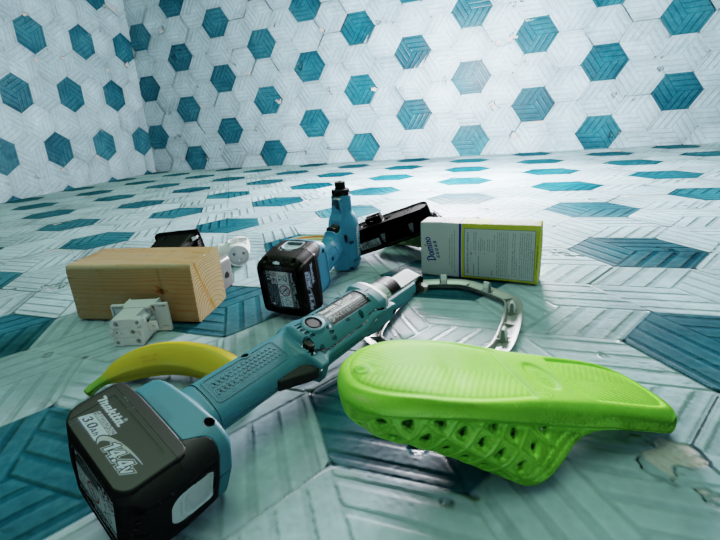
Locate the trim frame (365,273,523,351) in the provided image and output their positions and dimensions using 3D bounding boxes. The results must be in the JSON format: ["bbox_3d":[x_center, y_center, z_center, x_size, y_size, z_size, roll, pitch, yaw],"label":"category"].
[{"bbox_3d":[0.106,0.054,0.547,0.192,0.027,0.243,5,24,28],"label":"trim frame"}]

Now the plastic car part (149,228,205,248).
[{"bbox_3d":[-0.401,-0.044,0.905,0.119,0.063,0.072,-4,32,13],"label":"plastic car part"}]

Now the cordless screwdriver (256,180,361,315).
[{"bbox_3d":[-0.065,-0.043,0.665,0.077,0.155,0.245,3,22,22],"label":"cordless screwdriver"}]

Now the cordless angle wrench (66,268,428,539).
[{"bbox_3d":[-0.051,0.075,0.423,0.103,0.073,0.410,27,34,28],"label":"cordless angle wrench"}]

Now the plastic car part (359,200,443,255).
[{"bbox_3d":[0.052,-0.080,0.786,0.209,0.065,0.066,-13,17,24],"label":"plastic car part"}]
